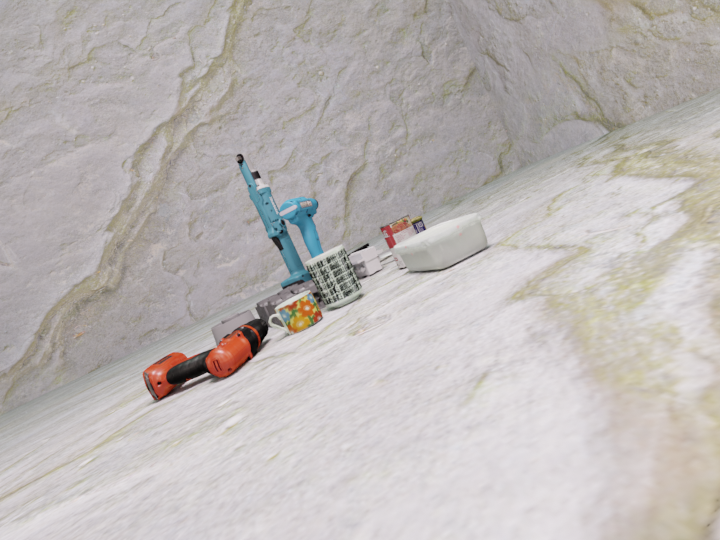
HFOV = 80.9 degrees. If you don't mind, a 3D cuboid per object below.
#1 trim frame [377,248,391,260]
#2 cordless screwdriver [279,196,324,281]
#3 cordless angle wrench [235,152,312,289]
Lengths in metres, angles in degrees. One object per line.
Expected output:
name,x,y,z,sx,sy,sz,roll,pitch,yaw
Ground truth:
trim frame,0.123,-0.067,1.202,0.190,0.027,0.241,-19,8,46
cordless screwdriver,-0.102,-0.067,1.044,0.076,0.248,0.156,-25,2,24
cordless angle wrench,-0.223,-0.114,1.106,0.076,0.423,0.095,-25,0,30
